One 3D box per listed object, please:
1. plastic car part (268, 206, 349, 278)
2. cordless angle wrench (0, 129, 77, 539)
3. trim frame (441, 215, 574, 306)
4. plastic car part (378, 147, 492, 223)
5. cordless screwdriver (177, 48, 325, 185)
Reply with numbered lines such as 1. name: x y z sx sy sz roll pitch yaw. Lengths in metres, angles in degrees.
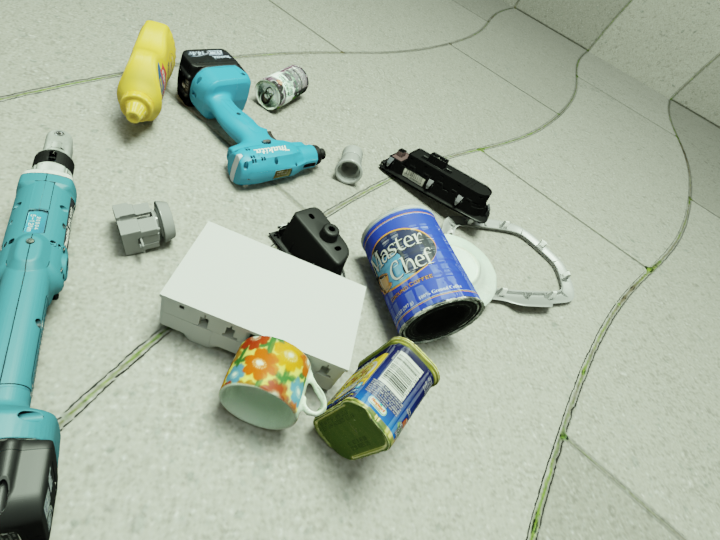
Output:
1. plastic car part: -0.051 -0.034 0.525 0.064 0.070 0.121 -22 60 -37
2. cordless angle wrench: -0.293 0.000 0.377 0.071 0.097 0.443 2 46 -30
3. trim frame: 0.233 -0.018 0.668 0.240 0.027 0.191 5 49 -22
4. plastic car part: 0.135 -0.154 0.709 0.210 0.066 0.064 39 36 18
5. cordless screwdriver: -0.172 -0.239 0.657 0.154 0.074 0.258 -20 65 -37
